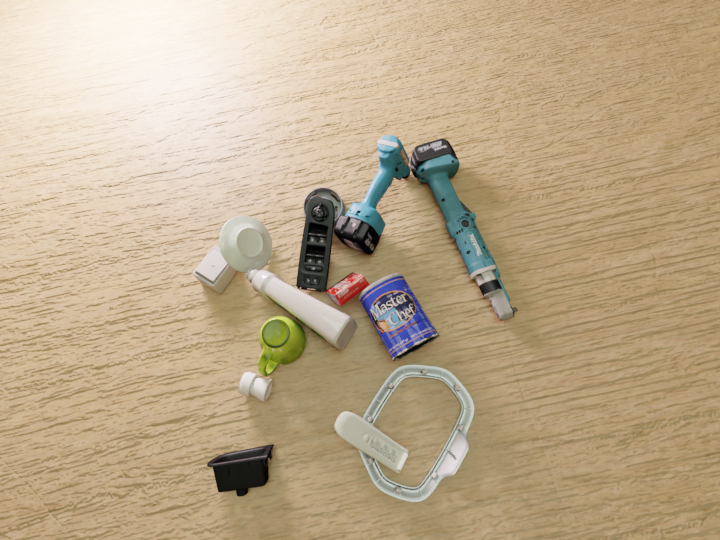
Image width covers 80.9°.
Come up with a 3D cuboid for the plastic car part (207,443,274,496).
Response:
[{"bbox_3d":[-0.213,0.369,0.770,0.117,0.065,0.072,-14,82,2],"label":"plastic car part"}]

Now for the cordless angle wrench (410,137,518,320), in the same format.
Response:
[{"bbox_3d":[0.224,-0.093,0.922,0.098,0.072,0.436,-18,69,-4],"label":"cordless angle wrench"}]

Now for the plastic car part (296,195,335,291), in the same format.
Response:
[{"bbox_3d":[-0.090,-0.059,0.921,0.068,0.065,0.202,7,93,14],"label":"plastic car part"}]

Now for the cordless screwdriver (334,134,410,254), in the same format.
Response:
[{"bbox_3d":[0.042,-0.159,0.943,0.078,0.152,0.249,22,84,25],"label":"cordless screwdriver"}]

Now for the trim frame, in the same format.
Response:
[{"bbox_3d":[0.104,0.293,0.787,0.190,0.027,0.248,32,72,16],"label":"trim frame"}]
